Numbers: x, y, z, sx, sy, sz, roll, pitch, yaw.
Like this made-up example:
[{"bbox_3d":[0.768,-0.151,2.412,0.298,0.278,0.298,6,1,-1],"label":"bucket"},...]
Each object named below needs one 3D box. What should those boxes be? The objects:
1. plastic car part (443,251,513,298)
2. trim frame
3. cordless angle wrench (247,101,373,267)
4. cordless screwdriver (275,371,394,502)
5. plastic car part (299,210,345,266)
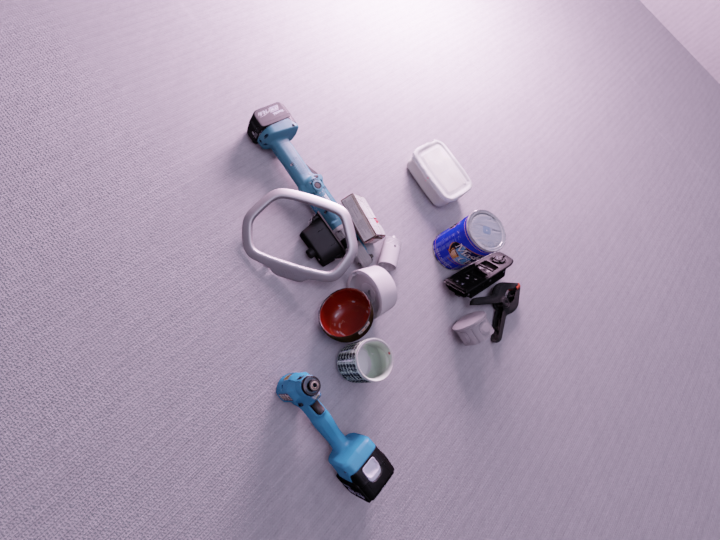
[{"bbox_3d":[0.296,0.017,1.028,0.199,0.070,0.065,-30,123,-26],"label":"plastic car part"},{"bbox_3d":[-0.127,-0.071,0.886,0.248,0.027,0.184,16,86,0],"label":"trim frame"},{"bbox_3d":[-0.106,-0.184,0.959,0.096,0.075,0.426,-32,85,-30],"label":"cordless angle wrench"},{"bbox_3d":[-0.043,0.280,0.740,0.073,0.161,0.249,-39,90,-30],"label":"cordless screwdriver"},{"bbox_3d":[-0.090,-0.059,0.920,0.070,0.066,0.117,-32,86,-18],"label":"plastic car part"}]
